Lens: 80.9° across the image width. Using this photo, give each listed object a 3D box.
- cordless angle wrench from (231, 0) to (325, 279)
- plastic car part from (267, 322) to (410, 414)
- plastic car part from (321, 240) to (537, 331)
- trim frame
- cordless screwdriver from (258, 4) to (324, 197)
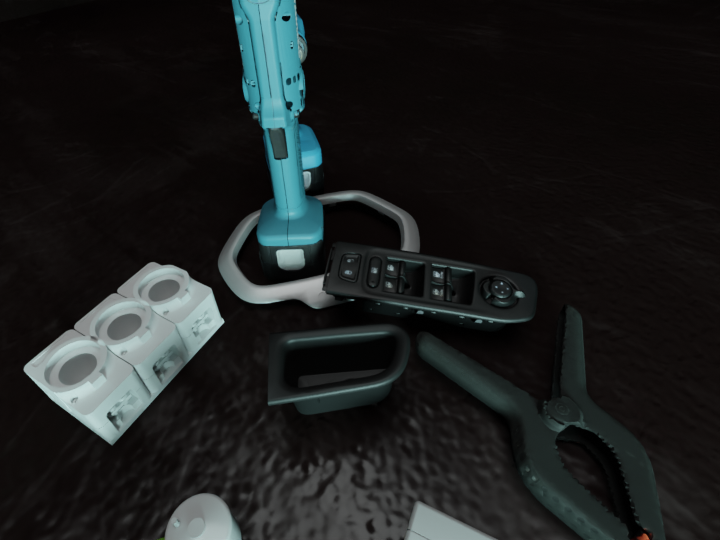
[{"bbox_3d":[-0.078,-0.164,0.382,0.074,0.409,0.101,-1,44,-2],"label":"cordless angle wrench"},{"bbox_3d":[-0.016,0.090,0.359,0.116,0.068,0.068,-5,44,-2],"label":"plastic car part"},{"bbox_3d":[0.067,0.024,0.423,0.207,0.065,0.067,6,45,10],"label":"plastic car part"},{"bbox_3d":[-0.051,-0.033,0.519,0.245,0.026,0.193,-14,45,-9],"label":"trim frame"},{"bbox_3d":[-0.089,-0.194,0.534,0.073,0.240,0.167,-12,45,-12],"label":"cordless screwdriver"}]
